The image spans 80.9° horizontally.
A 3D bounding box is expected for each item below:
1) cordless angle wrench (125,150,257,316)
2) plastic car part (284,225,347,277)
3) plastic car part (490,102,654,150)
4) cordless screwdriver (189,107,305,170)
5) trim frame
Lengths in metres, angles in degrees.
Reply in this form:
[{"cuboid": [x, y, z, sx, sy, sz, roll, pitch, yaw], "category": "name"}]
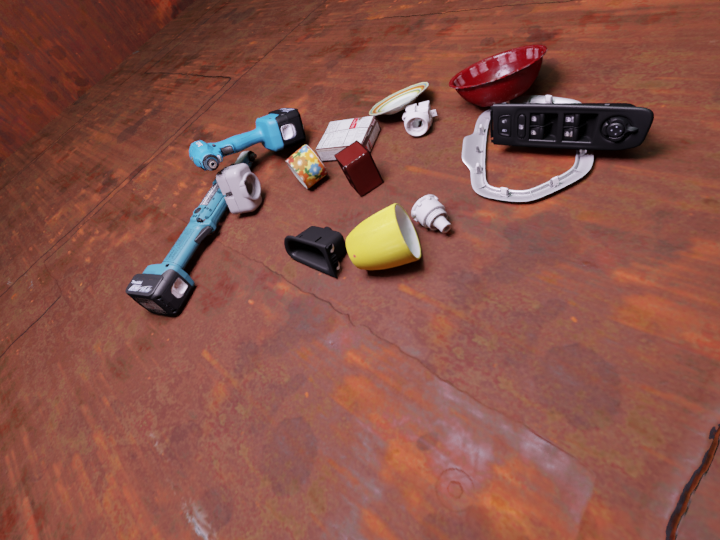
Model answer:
[{"cuboid": [-0.326, -0.107, 0.888, 0.102, 0.070, 0.427, 1, 53, 28], "category": "cordless angle wrench"}, {"cuboid": [-0.069, -0.045, 0.710, 0.123, 0.063, 0.070, 23, 52, 42], "category": "plastic car part"}, {"cuboid": [0.298, -0.212, 0.610, 0.214, 0.064, 0.065, 20, 40, 39], "category": "plastic car part"}, {"cuboid": [-0.237, -0.274, 0.903, 0.245, 0.072, 0.168, -25, 32, -17], "category": "cordless screwdriver"}, {"cuboid": [0.259, -0.203, 0.671, 0.192, 0.026, 0.252, -3, 55, 28], "category": "trim frame"}]
